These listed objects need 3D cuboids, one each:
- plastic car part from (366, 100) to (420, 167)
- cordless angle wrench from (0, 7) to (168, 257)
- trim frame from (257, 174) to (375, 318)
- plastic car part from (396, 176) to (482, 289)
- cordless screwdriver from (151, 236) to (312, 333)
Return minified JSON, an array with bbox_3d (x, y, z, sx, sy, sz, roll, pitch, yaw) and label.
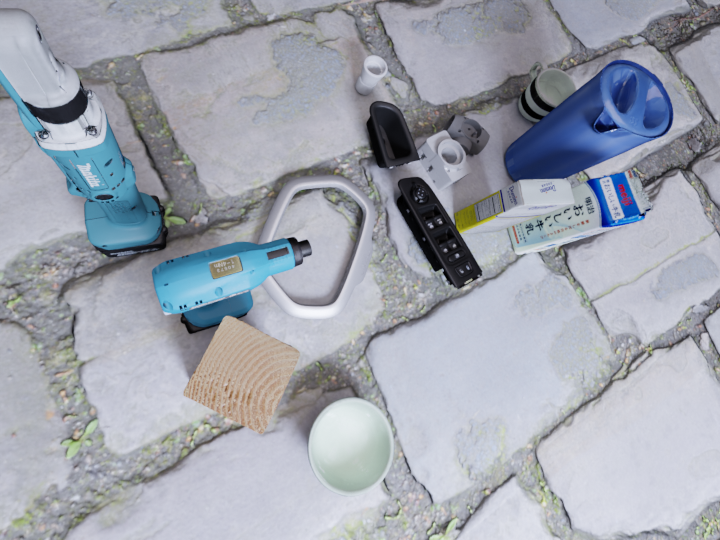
[{"bbox_3d":[0.044,-0.227,0.735,0.064,0.072,0.118,-15,81,-20],"label":"plastic car part"},{"bbox_3d":[-0.266,-0.098,0.430,0.095,0.428,0.075,-10,83,-21],"label":"cordless angle wrench"},{"bbox_3d":[-0.066,-0.043,0.680,0.181,0.028,0.250,21,71,-9],"label":"trim frame"},{"bbox_3d":[0.122,-0.066,0.714,0.065,0.068,0.205,-24,83,-21],"label":"plastic car part"},{"bbox_3d":[-0.158,0.017,0.521,0.155,0.252,0.075,-18,85,-21],"label":"cordless screwdriver"}]
